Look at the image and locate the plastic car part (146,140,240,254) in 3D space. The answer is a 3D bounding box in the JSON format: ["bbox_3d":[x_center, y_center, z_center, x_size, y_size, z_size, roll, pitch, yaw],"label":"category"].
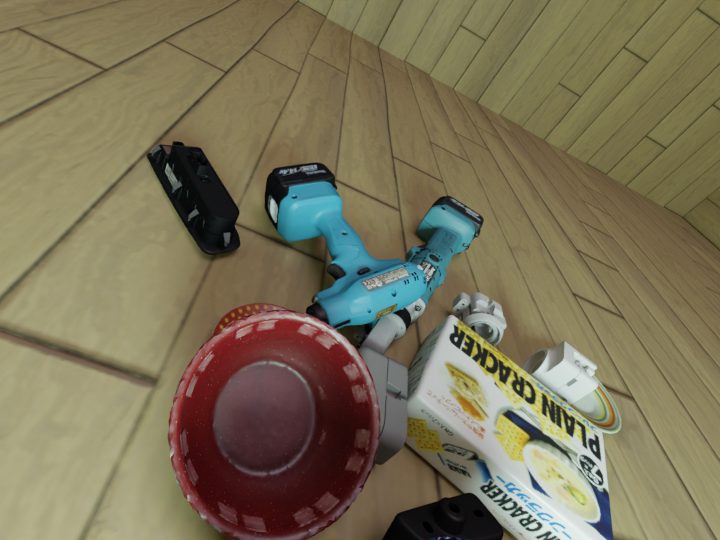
[{"bbox_3d":[-0.204,-0.105,0.540,0.063,0.067,0.212,1,47,-49],"label":"plastic car part"}]

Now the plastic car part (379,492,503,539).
[{"bbox_3d":[0.065,0.210,0.328,0.111,0.070,0.069,11,16,-32],"label":"plastic car part"}]

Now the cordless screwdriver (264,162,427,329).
[{"bbox_3d":[-0.052,-0.034,0.532,0.154,0.073,0.262,-19,52,-28],"label":"cordless screwdriver"}]

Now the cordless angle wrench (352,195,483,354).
[{"bbox_3d":[0.095,-0.002,0.635,0.100,0.074,0.417,34,37,6],"label":"cordless angle wrench"}]
